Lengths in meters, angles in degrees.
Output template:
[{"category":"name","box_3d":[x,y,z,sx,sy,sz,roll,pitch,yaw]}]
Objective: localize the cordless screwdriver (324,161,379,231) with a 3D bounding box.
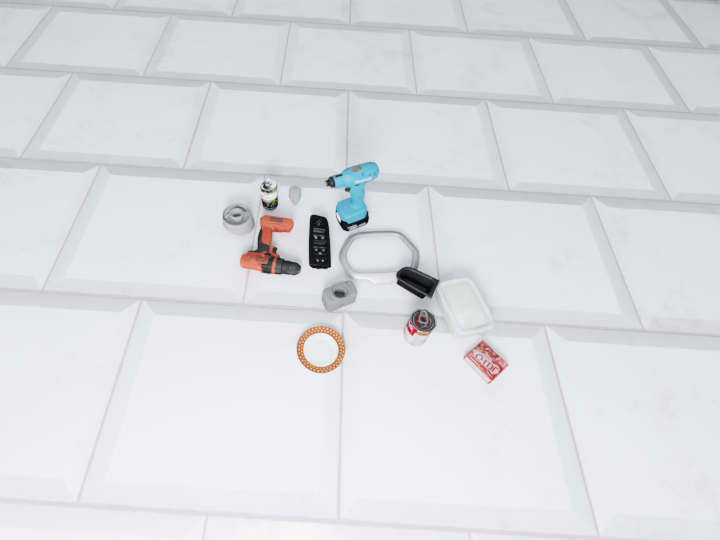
[{"category":"cordless screwdriver","box_3d":[-0.037,-0.215,1.269,0.156,0.243,0.077,-18,63,-17]}]

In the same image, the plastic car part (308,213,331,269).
[{"category":"plastic car part","box_3d":[-0.126,-0.082,1.285,0.066,0.065,0.209,-1,57,-6]}]

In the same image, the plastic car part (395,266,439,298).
[{"category":"plastic car part","box_3d":[0.155,0.040,1.216,0.120,0.069,0.066,26,59,12]}]

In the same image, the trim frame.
[{"category":"trim frame","box_3d":[0.057,-0.044,1.291,0.247,0.027,0.190,-4,58,-5]}]
